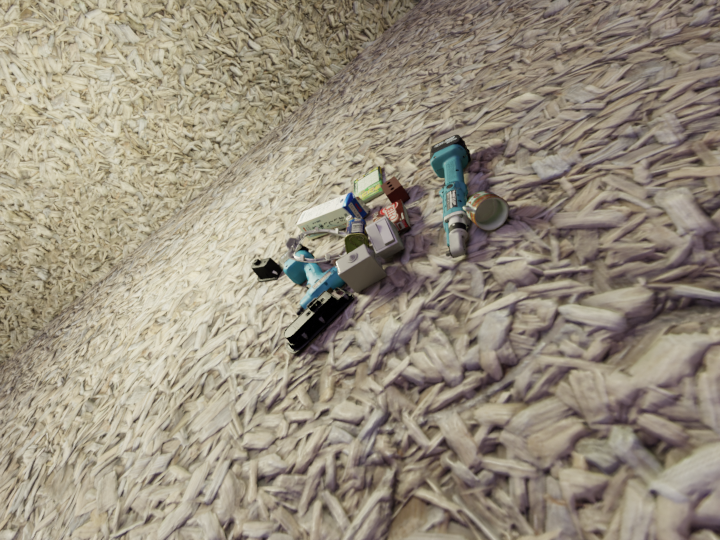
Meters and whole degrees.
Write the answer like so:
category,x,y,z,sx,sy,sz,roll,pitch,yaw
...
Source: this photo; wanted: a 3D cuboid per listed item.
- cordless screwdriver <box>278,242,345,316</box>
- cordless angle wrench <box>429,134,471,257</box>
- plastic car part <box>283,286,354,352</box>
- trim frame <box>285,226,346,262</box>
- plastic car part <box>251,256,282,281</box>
category,x,y,z,sx,sy,sz,roll,pitch,yaw
cordless screwdriver,-0.154,0.023,1.153,0.158,0.071,0.262,-44,35,-9
cordless angle wrench,0.226,-0.185,1.024,0.101,0.071,0.432,-22,38,27
plastic car part,-0.108,0.112,1.008,0.202,0.063,0.070,-47,38,-8
trim frame,-0.116,-0.076,1.186,0.187,0.027,0.251,-1,27,8
plastic car part,-0.312,-0.009,1.360,0.121,0.068,0.066,-7,41,38
